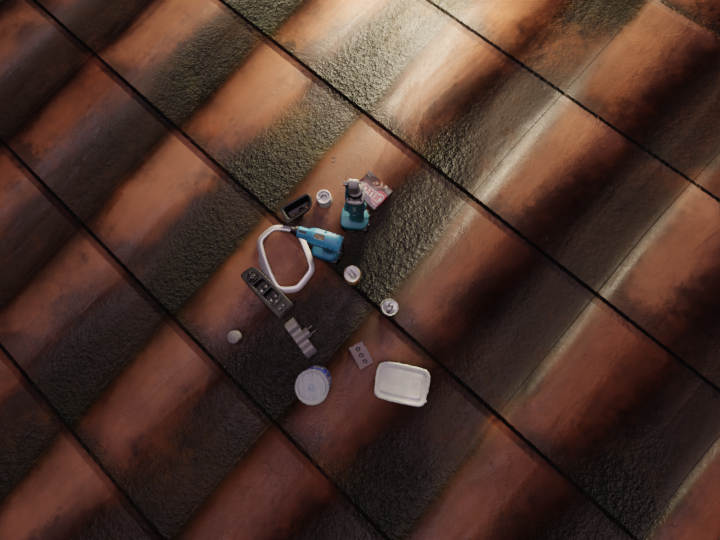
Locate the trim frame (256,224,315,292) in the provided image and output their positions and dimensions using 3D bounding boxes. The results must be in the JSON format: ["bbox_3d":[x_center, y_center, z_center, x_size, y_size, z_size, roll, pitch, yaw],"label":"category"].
[{"bbox_3d":[-0.262,-0.042,1.456,0.184,0.027,0.253,-24,78,1],"label":"trim frame"}]

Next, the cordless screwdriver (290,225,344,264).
[{"bbox_3d":[-0.131,-0.086,1.341,0.161,0.245,0.074,18,83,4],"label":"cordless screwdriver"}]

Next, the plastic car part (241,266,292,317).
[{"bbox_3d":[-0.315,0.068,1.420,0.207,0.066,0.066,43,85,11],"label":"plastic car part"}]

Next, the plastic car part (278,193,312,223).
[{"bbox_3d":[-0.213,-0.210,1.461,0.116,0.070,0.067,-31,81,-2],"label":"plastic car part"}]

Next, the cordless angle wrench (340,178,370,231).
[{"bbox_3d":[-0.016,-0.193,1.263,0.098,0.417,0.075,5,83,1],"label":"cordless angle wrench"}]
